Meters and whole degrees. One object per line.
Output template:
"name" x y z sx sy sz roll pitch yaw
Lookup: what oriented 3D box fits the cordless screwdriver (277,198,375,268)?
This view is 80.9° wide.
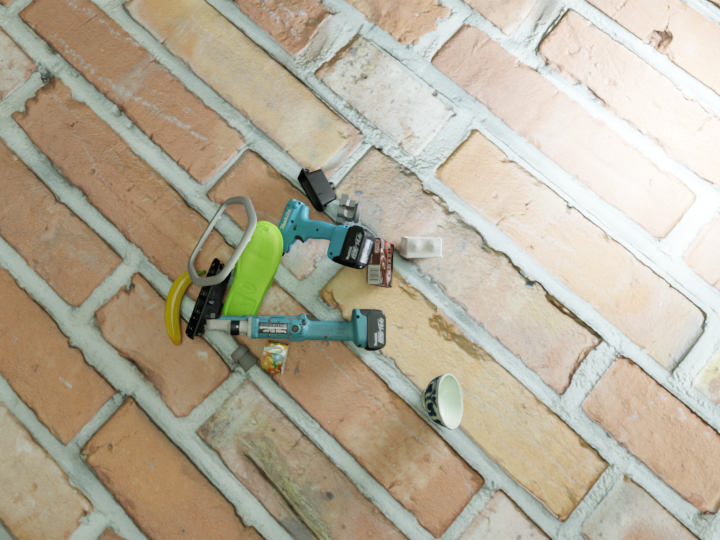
"cordless screwdriver" -0.100 -0.066 1.025 0.260 0.071 0.159 23 93 26

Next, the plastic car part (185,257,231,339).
"plastic car part" -0.368 0.070 1.043 0.064 0.069 0.204 17 82 -27

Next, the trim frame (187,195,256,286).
"trim frame" -0.340 -0.073 1.035 0.195 0.026 0.248 26 86 38

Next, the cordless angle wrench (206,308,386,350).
"cordless angle wrench" -0.155 0.136 1.010 0.421 0.074 0.099 2 82 -2

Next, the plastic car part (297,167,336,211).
"plastic car part" -0.104 -0.214 1.092 0.070 0.066 0.117 -31 86 -20
